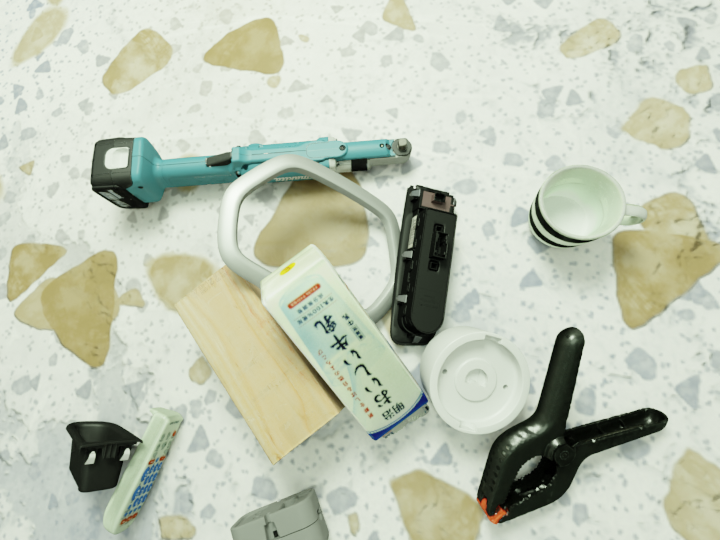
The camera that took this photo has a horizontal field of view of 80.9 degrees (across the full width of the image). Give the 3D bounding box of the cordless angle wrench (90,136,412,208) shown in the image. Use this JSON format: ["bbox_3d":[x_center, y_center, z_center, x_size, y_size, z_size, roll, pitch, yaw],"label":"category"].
[{"bbox_3d":[-0.145,-0.145,0.578,0.426,0.096,0.075,-3,77,4],"label":"cordless angle wrench"}]

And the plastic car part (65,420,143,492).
[{"bbox_3d":[-0.315,0.224,0.501,0.121,0.062,0.072,-10,72,45],"label":"plastic car part"}]

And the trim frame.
[{"bbox_3d":[-0.049,-0.032,0.504,0.240,0.028,0.185,26,71,-19],"label":"trim frame"}]

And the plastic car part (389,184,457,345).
[{"bbox_3d":[0.083,-0.008,0.509,0.064,0.068,0.204,14,81,-17],"label":"plastic car part"}]
